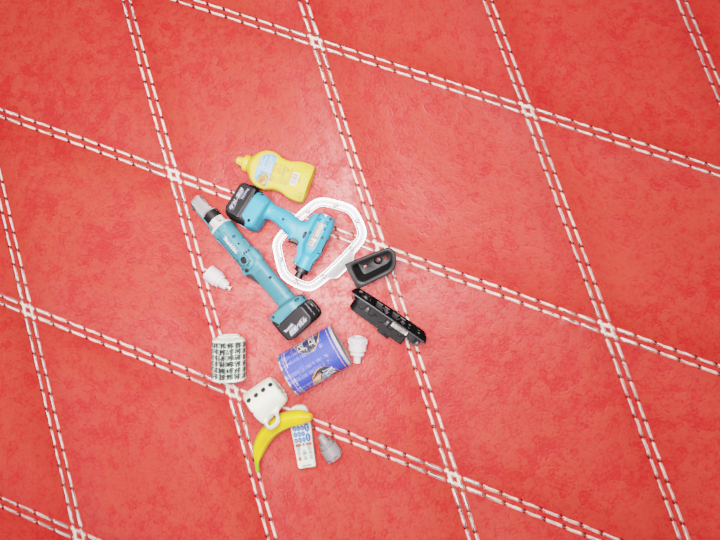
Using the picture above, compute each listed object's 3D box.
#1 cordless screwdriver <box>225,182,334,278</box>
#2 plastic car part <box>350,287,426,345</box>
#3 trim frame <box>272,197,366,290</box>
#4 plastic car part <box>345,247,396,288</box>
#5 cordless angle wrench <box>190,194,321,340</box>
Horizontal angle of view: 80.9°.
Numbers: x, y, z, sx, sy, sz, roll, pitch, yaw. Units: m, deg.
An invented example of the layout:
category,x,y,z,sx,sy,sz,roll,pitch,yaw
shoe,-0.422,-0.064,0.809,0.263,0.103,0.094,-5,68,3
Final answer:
category,x,y,z,sx,sy,sz,roll,pitch,yaw
cordless screwdriver,-0.200,-0.096,0.997,0.254,0.072,0.159,24,83,11
plastic car part,0.056,0.114,0.995,0.204,0.066,0.067,38,113,3
trim frame,-0.101,-0.066,1.032,0.248,0.027,0.186,-44,86,-3
plastic car part,0.032,-0.015,0.997,0.118,0.071,0.065,-25,98,13
cordless angle wrench,-0.267,-0.025,1.013,0.098,0.072,0.431,-45,80,17
